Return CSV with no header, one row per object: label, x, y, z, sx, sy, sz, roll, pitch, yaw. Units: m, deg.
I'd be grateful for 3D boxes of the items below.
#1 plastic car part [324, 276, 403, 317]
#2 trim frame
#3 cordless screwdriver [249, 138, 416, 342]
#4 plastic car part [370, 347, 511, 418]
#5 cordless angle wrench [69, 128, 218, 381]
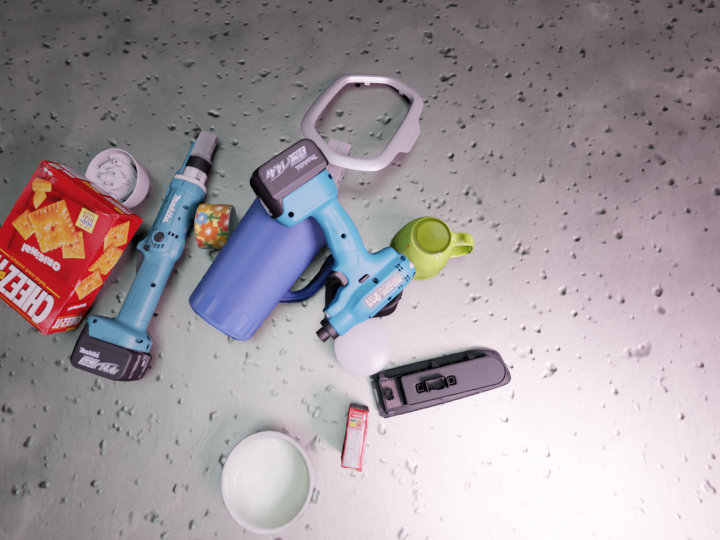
plastic car part,0.010,0.047,0.636,0.119,0.068,0.068,-4,60,11
trim frame,0.008,-0.256,0.712,0.188,0.027,0.249,23,58,10
cordless screwdriver,-0.054,-0.035,0.553,0.158,0.076,0.243,-40,103,-8
plastic car part,0.121,0.157,0.610,0.202,0.065,0.068,-13,70,-5
cordless angle wrench,-0.315,-0.044,0.677,0.099,0.073,0.426,15,74,4
